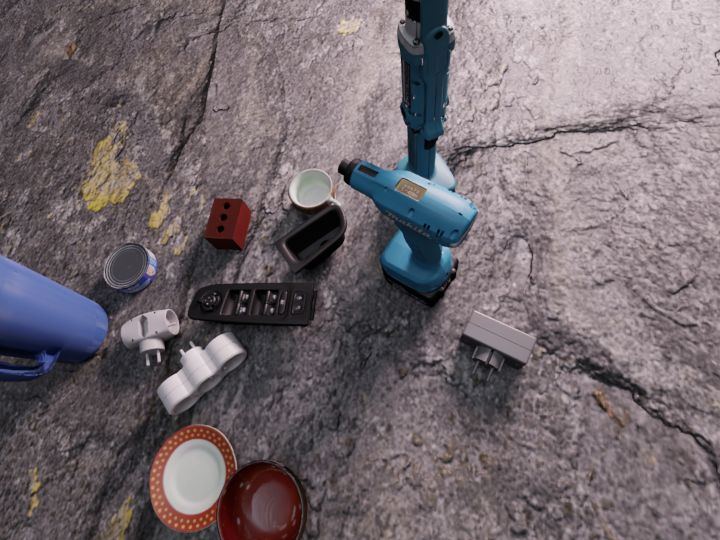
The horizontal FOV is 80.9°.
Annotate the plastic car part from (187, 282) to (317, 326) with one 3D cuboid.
[{"bbox_3d":[-0.162,0.055,0.645,0.207,0.064,0.067,1,68,12],"label":"plastic car part"}]

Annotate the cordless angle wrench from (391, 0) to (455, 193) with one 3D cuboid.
[{"bbox_3d":[0.078,-0.198,0.511,0.074,0.407,0.101,-21,67,-1],"label":"cordless angle wrench"}]

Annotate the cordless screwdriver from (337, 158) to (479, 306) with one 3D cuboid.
[{"bbox_3d":[0.055,-0.047,0.544,0.166,0.239,0.074,32,76,19],"label":"cordless screwdriver"}]

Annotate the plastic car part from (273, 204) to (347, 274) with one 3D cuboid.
[{"bbox_3d":[-0.065,-0.042,0.664,0.116,0.068,0.069,-35,66,-5],"label":"plastic car part"}]
